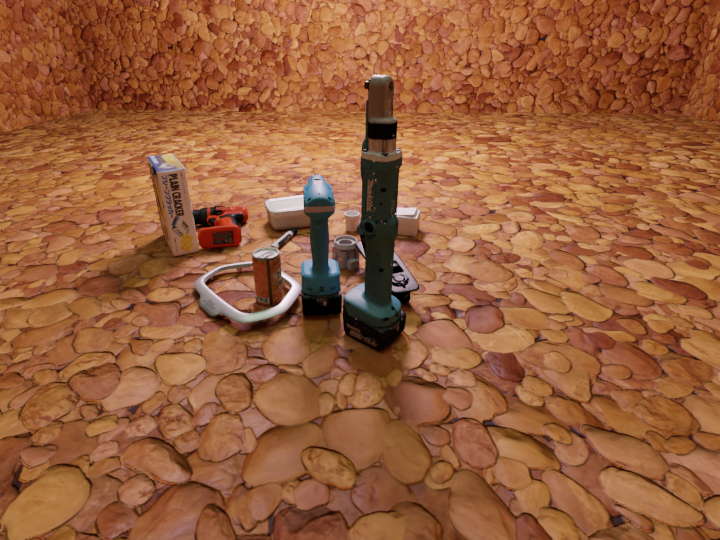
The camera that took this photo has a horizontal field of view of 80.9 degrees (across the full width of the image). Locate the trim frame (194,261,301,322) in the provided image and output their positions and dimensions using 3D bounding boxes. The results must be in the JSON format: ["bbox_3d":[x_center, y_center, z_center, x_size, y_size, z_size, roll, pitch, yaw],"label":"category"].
[{"bbox_3d":[-0.232,0.038,0.856,0.179,0.027,0.263,-26,37,-36],"label":"trim frame"}]

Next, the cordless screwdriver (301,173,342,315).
[{"bbox_3d":[-0.077,-0.050,0.787,0.074,0.242,0.164,-2,28,-6],"label":"cordless screwdriver"}]

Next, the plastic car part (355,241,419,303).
[{"bbox_3d":[0.051,0.003,0.867,0.065,0.065,0.213,-9,30,-17],"label":"plastic car part"}]

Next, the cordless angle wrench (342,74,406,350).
[{"bbox_3d":[0.027,-0.073,0.648,0.103,0.412,0.072,21,33,34],"label":"cordless angle wrench"}]
